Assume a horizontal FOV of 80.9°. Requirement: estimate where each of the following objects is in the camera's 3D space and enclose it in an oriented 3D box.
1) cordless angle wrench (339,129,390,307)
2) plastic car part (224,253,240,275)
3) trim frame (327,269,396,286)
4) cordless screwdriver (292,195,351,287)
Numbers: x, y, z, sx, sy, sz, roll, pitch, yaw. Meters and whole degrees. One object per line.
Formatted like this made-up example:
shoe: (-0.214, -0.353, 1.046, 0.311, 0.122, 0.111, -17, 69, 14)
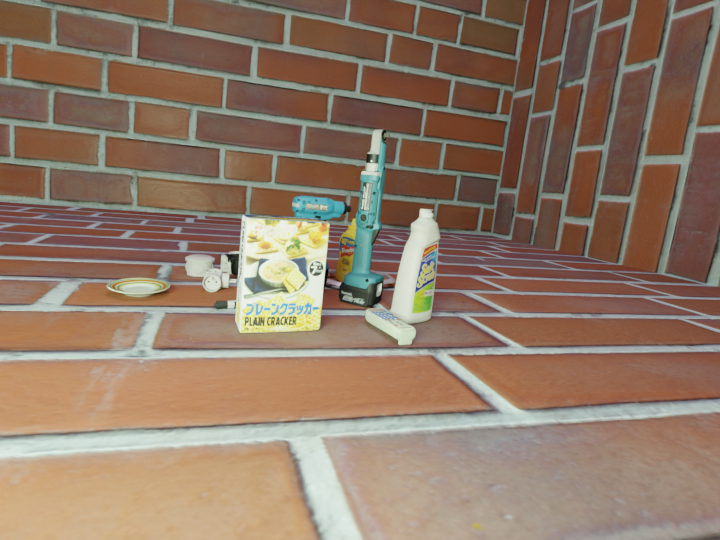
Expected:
cordless angle wrench: (0.020, -0.127, 1.028, 0.102, 0.419, 0.071, 11, 9, 28)
plastic car part: (-0.318, -0.013, 1.189, 0.112, 0.070, 0.069, 0, 12, -30)
trim frame: (-0.013, 0.025, 1.258, 0.238, 0.027, 0.194, -2, 13, -32)
cordless screwdriver: (-0.111, -0.073, 1.137, 0.154, 0.247, 0.077, 3, 9, -21)
